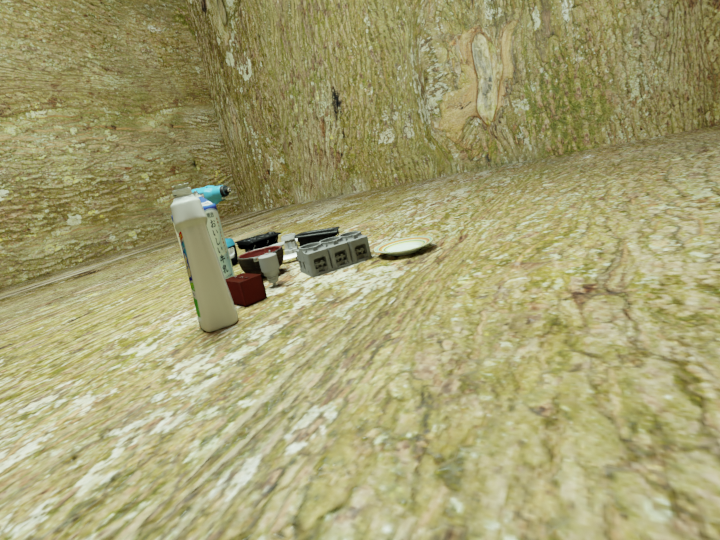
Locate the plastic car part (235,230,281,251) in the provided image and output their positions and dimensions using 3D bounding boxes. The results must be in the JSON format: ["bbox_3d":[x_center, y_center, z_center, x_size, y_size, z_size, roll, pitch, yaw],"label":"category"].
[{"bbox_3d":[-0.316,-0.088,1.363,0.068,0.066,0.200,-8,15,22],"label":"plastic car part"}]

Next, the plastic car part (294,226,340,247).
[{"bbox_3d":[-0.108,-0.071,1.104,0.118,0.070,0.066,-11,12,10],"label":"plastic car part"}]

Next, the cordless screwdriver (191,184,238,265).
[{"bbox_3d":[-0.423,-0.128,1.253,0.165,0.245,0.073,-7,12,27],"label":"cordless screwdriver"}]

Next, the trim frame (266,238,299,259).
[{"bbox_3d":[-0.208,-0.061,1.241,0.184,0.027,0.253,-14,14,-3],"label":"trim frame"}]
